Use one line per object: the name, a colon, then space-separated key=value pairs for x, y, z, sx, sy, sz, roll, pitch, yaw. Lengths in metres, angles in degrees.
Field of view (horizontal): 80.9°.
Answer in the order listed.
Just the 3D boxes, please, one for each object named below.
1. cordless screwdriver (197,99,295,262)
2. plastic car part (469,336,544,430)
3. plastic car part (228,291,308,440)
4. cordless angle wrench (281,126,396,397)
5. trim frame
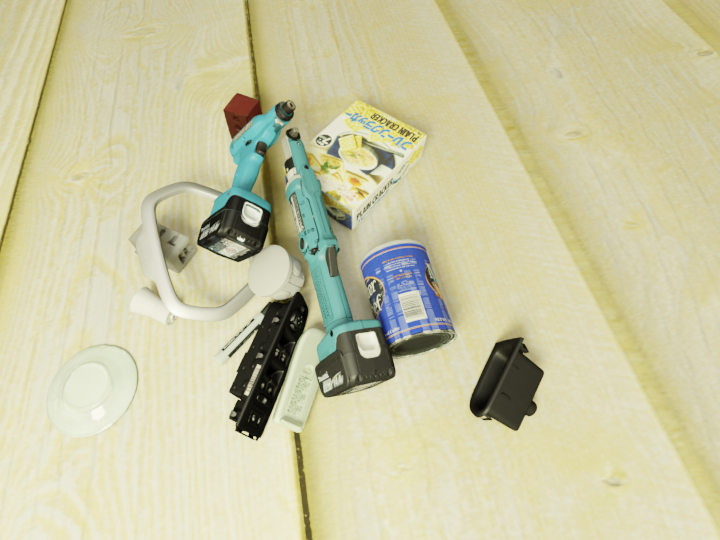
cordless screwdriver: x=-0.168 y=-0.146 z=0.660 sx=0.164 sy=0.070 sz=0.254 roll=-25 pitch=50 yaw=41
plastic car part: x=0.199 y=0.157 z=0.558 sx=0.071 sy=0.065 sz=0.116 roll=31 pitch=69 yaw=1
plastic car part: x=-0.131 y=0.124 z=0.597 sx=0.070 sy=0.063 sz=0.204 roll=6 pitch=59 yaw=34
cordless angle wrench: x=-0.061 y=-0.040 z=0.626 sx=0.071 sy=0.098 sz=0.437 roll=-2 pitch=62 yaw=-31
trim frame: x=-0.253 y=-0.037 z=0.669 sx=0.177 sy=0.028 sz=0.255 roll=-11 pitch=70 yaw=-33
